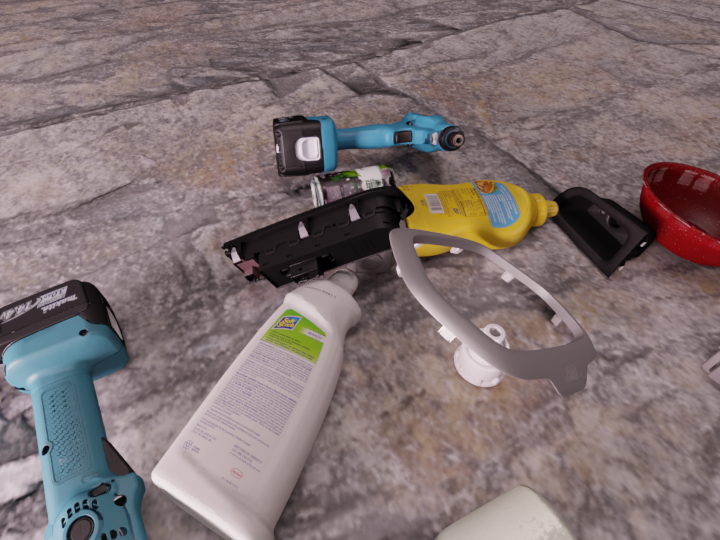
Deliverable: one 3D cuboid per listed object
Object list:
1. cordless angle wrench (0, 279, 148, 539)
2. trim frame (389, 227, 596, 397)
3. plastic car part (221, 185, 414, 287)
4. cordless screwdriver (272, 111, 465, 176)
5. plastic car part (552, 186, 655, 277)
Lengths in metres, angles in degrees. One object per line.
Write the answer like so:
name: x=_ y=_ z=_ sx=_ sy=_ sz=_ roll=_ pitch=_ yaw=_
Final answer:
cordless angle wrench: x=-0.184 y=0.184 z=0.298 sx=0.096 sy=0.072 sz=0.445 roll=-26 pitch=54 yaw=-21
trim frame: x=0.121 y=0.026 z=0.378 sx=0.236 sy=0.027 sz=0.194 roll=5 pitch=36 yaw=-46
plastic car part: x=-0.042 y=-0.028 z=0.433 sx=0.206 sy=0.063 sz=0.070 roll=-22 pitch=46 yaw=13
cordless screwdriver: x=0.005 y=-0.180 z=0.585 sx=0.245 sy=0.072 sz=0.165 roll=-9 pitch=25 yaw=-10
plastic car part: x=0.297 y=-0.056 z=0.507 sx=0.069 sy=0.065 sz=0.122 roll=1 pitch=43 yaw=-20
